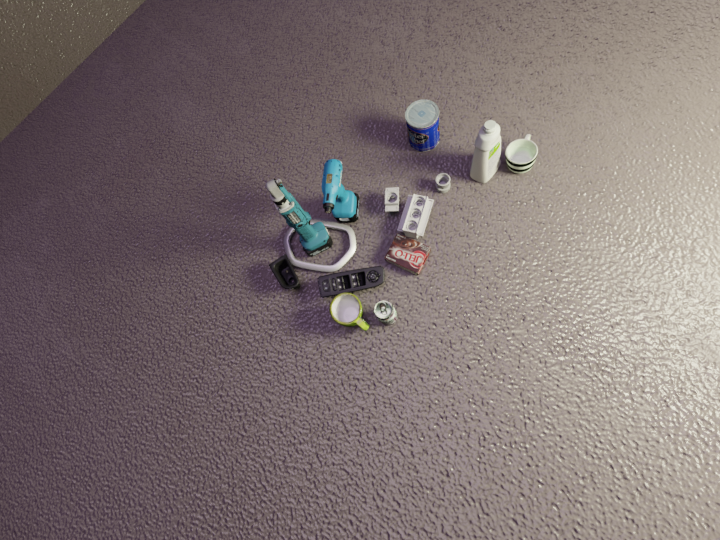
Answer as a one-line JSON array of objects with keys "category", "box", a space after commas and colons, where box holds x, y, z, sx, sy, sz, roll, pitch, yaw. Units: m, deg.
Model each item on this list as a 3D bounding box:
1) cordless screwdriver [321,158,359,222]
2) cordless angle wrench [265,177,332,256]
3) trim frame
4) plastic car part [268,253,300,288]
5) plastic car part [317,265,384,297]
[{"category": "cordless screwdriver", "box": [-0.065, -0.209, 1.283, 0.076, 0.239, 0.161, 1, 73, 13]}, {"category": "cordless angle wrench", "box": [-0.179, -0.149, 1.203, 0.098, 0.406, 0.077, -26, 70, 3]}, {"category": "trim frame", "box": [-0.135, -0.088, 1.376, 0.257, 0.026, 0.186, 8, 73, 18]}, {"category": "plastic car part", "box": [-0.230, 0.018, 1.343, 0.066, 0.068, 0.121, -33, 66, 1]}, {"category": "plastic car part", "box": [-0.023, 0.037, 1.279, 0.206, 0.064, 0.068, -13, 69, 11]}]
